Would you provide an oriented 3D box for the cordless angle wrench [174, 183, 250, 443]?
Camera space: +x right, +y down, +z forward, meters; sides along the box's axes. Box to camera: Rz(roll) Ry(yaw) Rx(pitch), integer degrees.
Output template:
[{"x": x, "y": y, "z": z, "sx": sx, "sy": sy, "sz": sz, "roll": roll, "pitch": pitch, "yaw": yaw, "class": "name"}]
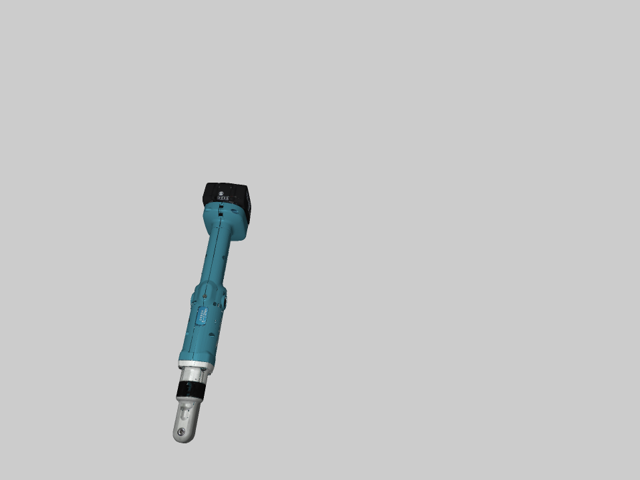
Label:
[{"x": -0.182, "y": 0.099, "z": 0.694, "sx": 0.074, "sy": 0.421, "sz": 0.098, "roll": 4, "pitch": -28, "yaw": 0, "class": "cordless angle wrench"}]
